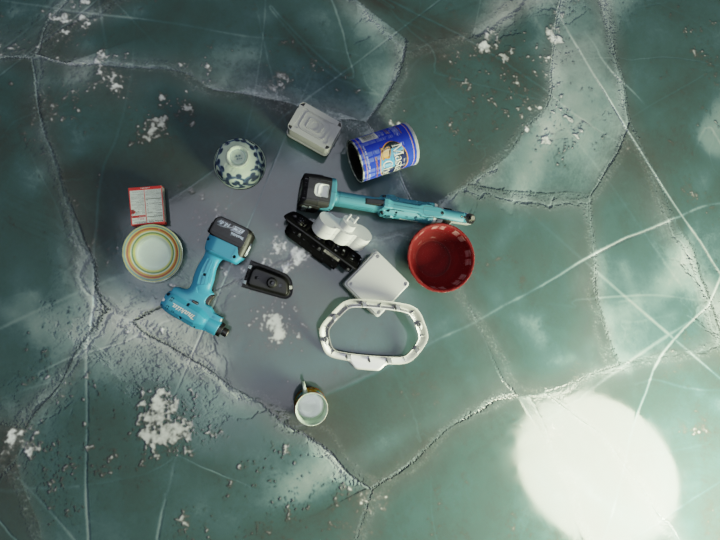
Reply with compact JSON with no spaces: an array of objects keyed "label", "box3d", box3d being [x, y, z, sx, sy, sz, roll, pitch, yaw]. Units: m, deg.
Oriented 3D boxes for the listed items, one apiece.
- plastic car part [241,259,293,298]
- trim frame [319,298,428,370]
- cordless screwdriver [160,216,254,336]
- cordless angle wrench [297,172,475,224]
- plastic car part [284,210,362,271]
[{"label":"plastic car part","box3d":[-0.205,0.025,0.949,0.116,0.071,0.066,19,86,-2]},{"label":"trim frame","box3d":[0.031,0.147,0.950,0.245,0.028,0.181,7,116,-7]},{"label":"cordless screwdriver","box3d":[-0.313,0.014,0.939,0.159,0.074,0.249,30,86,-2]},{"label":"cordless angle wrench","box3d":[0.067,-0.150,0.989,0.416,0.099,0.075,8,85,-9]},{"label":"plastic car part","box3d":[-0.095,-0.062,0.973,0.202,0.067,0.066,39,38,-4]}]
